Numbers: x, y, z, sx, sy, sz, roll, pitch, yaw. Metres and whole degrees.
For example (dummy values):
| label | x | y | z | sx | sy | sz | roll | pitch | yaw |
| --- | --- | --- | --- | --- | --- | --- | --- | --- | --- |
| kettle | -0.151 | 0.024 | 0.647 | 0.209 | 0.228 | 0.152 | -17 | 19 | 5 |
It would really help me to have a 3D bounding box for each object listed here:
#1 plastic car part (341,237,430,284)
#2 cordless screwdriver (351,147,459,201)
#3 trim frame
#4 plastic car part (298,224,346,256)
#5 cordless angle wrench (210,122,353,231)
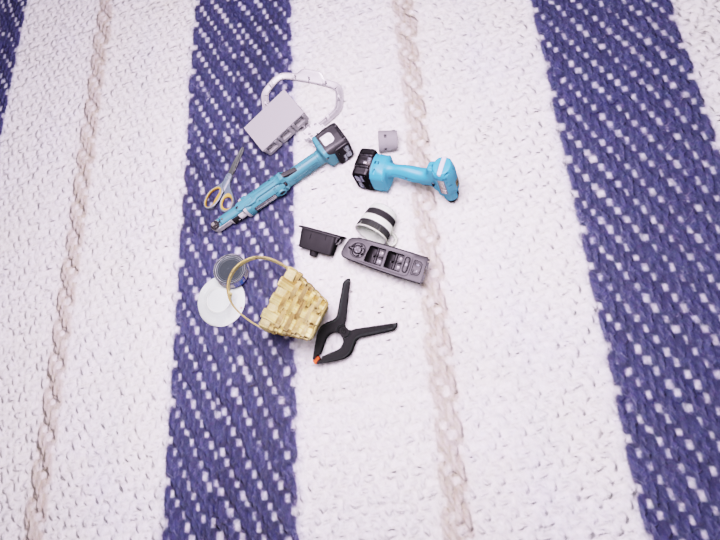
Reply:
| label | x | y | z | sx | sy | sz | roll | pitch | yaw |
| --- | --- | --- | --- | --- | --- | --- | --- | --- | --- |
| plastic car part | 0.056 | -0.027 | 1.007 | 0.208 | 0.065 | 0.066 | 18 | 87 | 11 |
| cordless screwdriver | 0.114 | -0.223 | 1.031 | 0.261 | 0.151 | 0.075 | 14 | 76 | 28 |
| trim frame | -0.169 | -0.487 | 1.200 | 0.256 | 0.026 | 0.185 | 17 | 78 | 17 |
| plastic car part | -0.104 | -0.068 | 1.060 | 0.120 | 0.064 | 0.071 | 13 | 93 | 16 |
| cordless angle wrench | -0.216 | -0.226 | 1.112 | 0.424 | 0.095 | 0.077 | -34 | 74 | 5 |
